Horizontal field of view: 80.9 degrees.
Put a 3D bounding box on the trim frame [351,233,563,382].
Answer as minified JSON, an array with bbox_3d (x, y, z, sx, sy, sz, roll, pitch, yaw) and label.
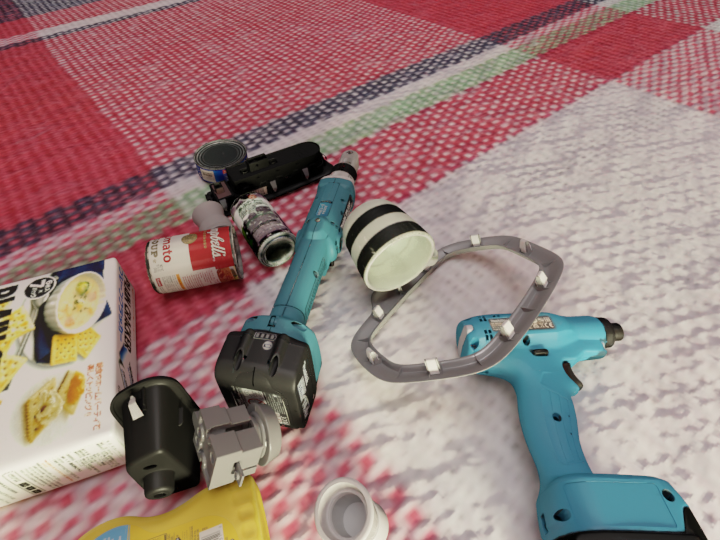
[{"bbox_3d":[0.095,0.027,0.445,0.193,0.026,0.245,5,40,49],"label":"trim frame"}]

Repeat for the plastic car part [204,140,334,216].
[{"bbox_3d":[-0.138,-0.150,0.646,0.199,0.065,0.070,-22,44,-19],"label":"plastic car part"}]

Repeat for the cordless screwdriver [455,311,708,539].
[{"bbox_3d":[0.192,0.137,0.352,0.159,0.072,0.258,-5,44,-2],"label":"cordless screwdriver"}]

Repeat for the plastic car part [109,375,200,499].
[{"bbox_3d":[-0.159,0.143,0.338,0.065,0.113,0.074,-14,53,-13],"label":"plastic car part"}]

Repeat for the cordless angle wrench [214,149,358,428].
[{"bbox_3d":[-0.050,-0.033,0.514,0.076,0.094,0.430,5,45,9],"label":"cordless angle wrench"}]
